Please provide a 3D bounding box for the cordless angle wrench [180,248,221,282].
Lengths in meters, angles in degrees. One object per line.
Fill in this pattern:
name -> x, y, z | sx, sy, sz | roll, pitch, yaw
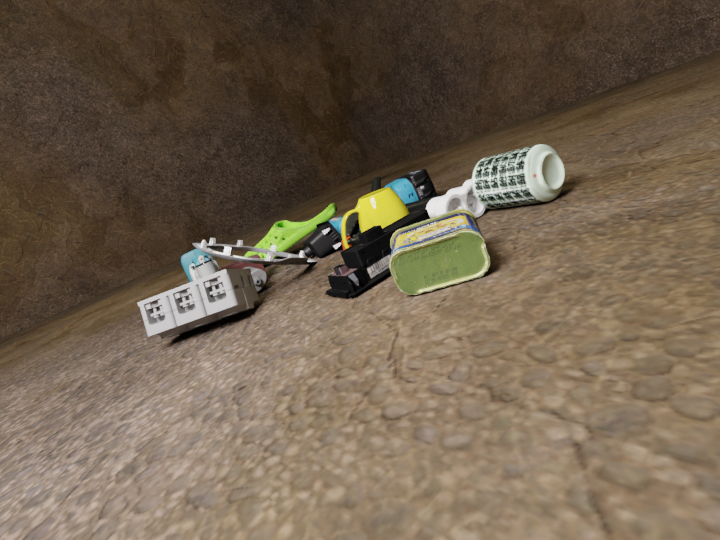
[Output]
cordless angle wrench -> -0.316, -0.001, 0.852 | 0.073, 0.097, 0.436 | -26, 10, -20

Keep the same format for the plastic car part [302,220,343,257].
plastic car part -> -0.083, -0.055, 0.853 | 0.070, 0.065, 0.120 | -40, 14, -14

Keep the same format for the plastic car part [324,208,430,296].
plastic car part -> 0.036, -0.032, 0.578 | 0.198, 0.067, 0.068 | -27, 5, -29

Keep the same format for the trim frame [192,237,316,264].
trim frame -> -0.185, -0.033, 0.763 | 0.193, 0.027, 0.237 | 14, 5, 28

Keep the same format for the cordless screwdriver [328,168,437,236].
cordless screwdriver -> 0.034, -0.136, 0.938 | 0.246, 0.073, 0.164 | -29, 14, -12
